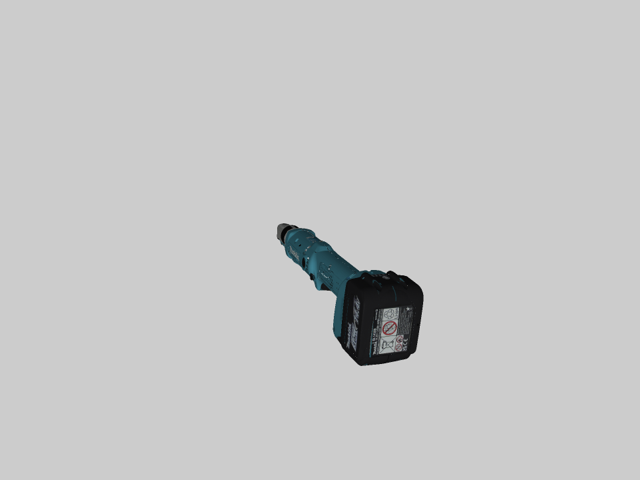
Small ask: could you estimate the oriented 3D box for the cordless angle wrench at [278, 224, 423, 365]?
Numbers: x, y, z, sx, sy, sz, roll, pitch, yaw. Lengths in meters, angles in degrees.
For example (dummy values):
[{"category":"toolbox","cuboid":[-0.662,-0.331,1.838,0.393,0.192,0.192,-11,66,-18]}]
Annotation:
[{"category":"cordless angle wrench","cuboid":[0.000,0.035,0.630,0.074,0.098,0.422,-2,16,-21]}]
